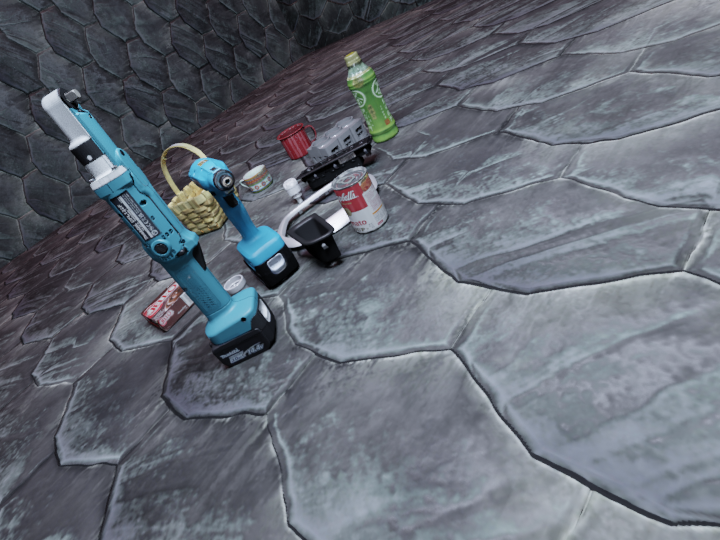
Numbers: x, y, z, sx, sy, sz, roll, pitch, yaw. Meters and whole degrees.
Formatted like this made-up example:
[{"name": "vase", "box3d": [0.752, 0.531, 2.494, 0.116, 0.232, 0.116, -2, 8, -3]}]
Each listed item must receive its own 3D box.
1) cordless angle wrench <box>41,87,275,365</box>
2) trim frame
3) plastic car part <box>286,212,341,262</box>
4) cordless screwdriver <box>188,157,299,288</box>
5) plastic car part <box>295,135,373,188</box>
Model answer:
[{"name": "cordless angle wrench", "box3d": [-0.258, -0.041, 0.566, 0.099, 0.405, 0.077, -26, 29, 7]}, {"name": "trim frame", "box3d": [-0.074, -0.128, 0.888, 0.247, 0.026, 0.194, -37, 32, -8]}, {"name": "plastic car part", "box3d": [-0.072, -0.047, 0.736, 0.065, 0.068, 0.122, -36, 32, -9]}, {"name": "cordless screwdriver", "box3d": [-0.193, -0.079, 0.720, 0.074, 0.238, 0.168, -39, 31, -16]}, {"name": "plastic car part", "box3d": [-0.057, -0.249, 1.003, 0.208, 0.064, 0.068, -17, 33, 21]}]
